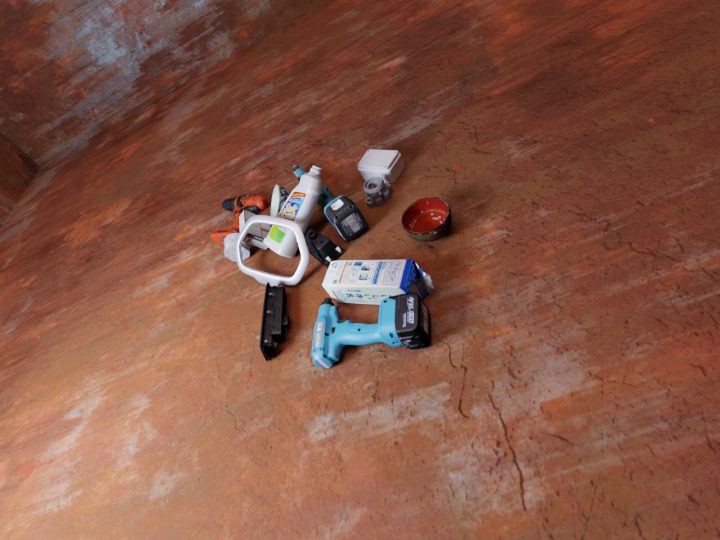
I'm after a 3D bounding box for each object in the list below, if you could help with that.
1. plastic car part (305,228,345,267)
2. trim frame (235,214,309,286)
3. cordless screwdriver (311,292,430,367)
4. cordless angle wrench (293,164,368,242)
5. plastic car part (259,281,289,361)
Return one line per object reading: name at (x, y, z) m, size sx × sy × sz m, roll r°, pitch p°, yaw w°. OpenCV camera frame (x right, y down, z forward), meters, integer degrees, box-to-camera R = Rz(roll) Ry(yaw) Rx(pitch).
plastic car part at (-0.107, -0.070, 1.097) m, size 0.065 × 0.067 × 0.123 m, roll -45°, pitch 47°, yaw -13°
trim frame at (-0.237, -0.051, 1.115) m, size 0.260 × 0.026 × 0.183 m, roll 11°, pitch 95°, yaw 28°
cordless screwdriver at (0.014, 0.103, 0.876) m, size 0.256 × 0.070 × 0.163 m, roll -17°, pitch 46°, yaw 23°
cordless angle wrench at (-0.114, -0.221, 1.226) m, size 0.074 × 0.093 × 0.446 m, roll -37°, pitch 40°, yaw -3°
plastic car part at (-0.205, 0.108, 1.010) m, size 0.068 × 0.063 × 0.211 m, roll -16°, pitch 46°, yaw 5°
